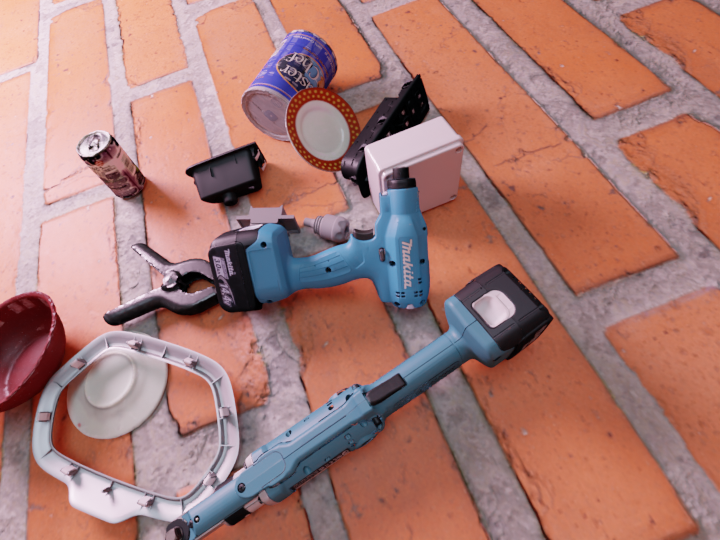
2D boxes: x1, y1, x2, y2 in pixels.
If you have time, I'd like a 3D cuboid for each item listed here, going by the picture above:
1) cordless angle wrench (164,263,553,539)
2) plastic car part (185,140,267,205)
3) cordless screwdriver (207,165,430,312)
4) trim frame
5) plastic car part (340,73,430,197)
[{"bbox_3d":[-0.007,0.147,0.427,0.421,0.094,0.078,-34,63,-4],"label":"cordless angle wrench"},{"bbox_3d":[-0.194,-0.133,0.630,0.117,0.064,0.073,-21,75,1],"label":"plastic car part"},{"bbox_3d":[-0.048,-0.032,0.495,0.252,0.074,0.157,-4,102,8],"label":"cordless screwdriver"},{"bbox_3d":[-0.253,0.169,0.471,0.253,0.027,0.186,14,72,10],"label":"trim frame"},{"bbox_3d":[0.031,-0.198,0.618,0.070,0.063,0.203,16,65,27],"label":"plastic car part"}]
